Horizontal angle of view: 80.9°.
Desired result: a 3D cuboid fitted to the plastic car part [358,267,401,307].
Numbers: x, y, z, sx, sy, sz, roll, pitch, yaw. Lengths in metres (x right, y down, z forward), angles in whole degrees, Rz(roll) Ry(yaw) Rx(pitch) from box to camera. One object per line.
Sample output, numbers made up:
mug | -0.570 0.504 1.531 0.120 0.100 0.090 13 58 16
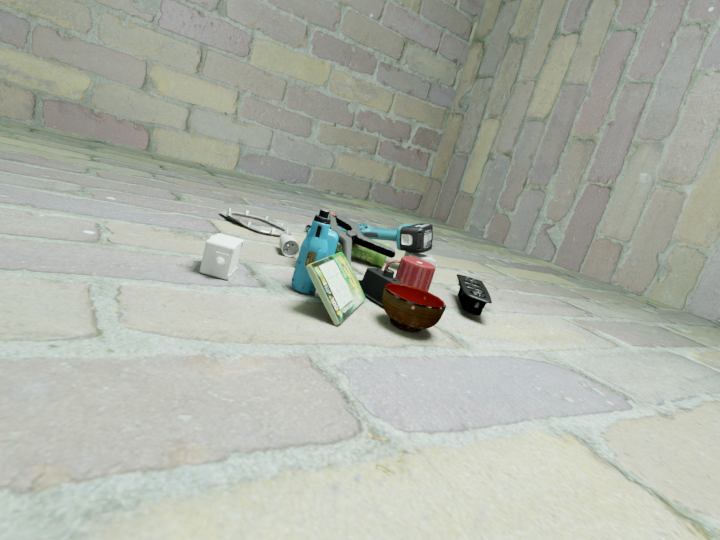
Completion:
plastic car part | 0.046 0.030 0.875 0.063 0.070 0.123 5 14 -38

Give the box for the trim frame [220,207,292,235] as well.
trim frame | -0.318 -0.149 1.292 0.262 0.027 0.176 27 18 35

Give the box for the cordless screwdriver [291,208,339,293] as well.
cordless screwdriver | -0.087 -0.057 0.889 0.074 0.158 0.250 16 11 -2

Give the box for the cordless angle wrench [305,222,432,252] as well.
cordless angle wrench | 0.006 -0.116 1.298 0.444 0.073 0.094 9 15 34

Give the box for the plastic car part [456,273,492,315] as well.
plastic car part | 0.259 0.058 0.996 0.067 0.067 0.201 24 10 3
